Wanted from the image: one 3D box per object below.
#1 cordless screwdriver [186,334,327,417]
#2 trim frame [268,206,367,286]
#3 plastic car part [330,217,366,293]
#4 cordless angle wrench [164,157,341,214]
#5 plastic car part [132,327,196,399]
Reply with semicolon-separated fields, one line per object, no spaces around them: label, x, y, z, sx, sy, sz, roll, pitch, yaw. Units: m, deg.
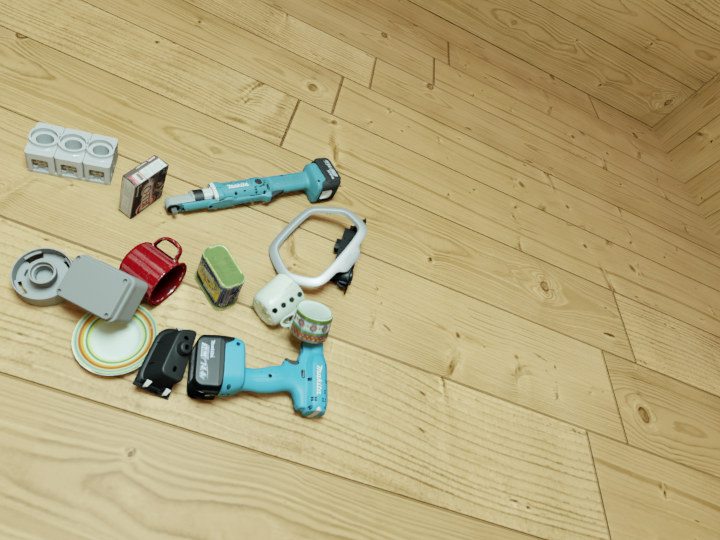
cordless screwdriver;-0.174;0.163;0.754;0.240;0.075;0.164;15;50;-21
trim frame;-0.093;-0.061;0.950;0.191;0.027;0.247;26;55;20
plastic car part;-0.030;-0.040;0.983;0.067;0.065;0.207;15;50;-6
cordless angle wrench;-0.243;-0.189;0.992;0.409;0.074;0.101;-17;65;-32
plastic car part;-0.308;0.140;0.695;0.062;0.073;0.119;41;43;-34
